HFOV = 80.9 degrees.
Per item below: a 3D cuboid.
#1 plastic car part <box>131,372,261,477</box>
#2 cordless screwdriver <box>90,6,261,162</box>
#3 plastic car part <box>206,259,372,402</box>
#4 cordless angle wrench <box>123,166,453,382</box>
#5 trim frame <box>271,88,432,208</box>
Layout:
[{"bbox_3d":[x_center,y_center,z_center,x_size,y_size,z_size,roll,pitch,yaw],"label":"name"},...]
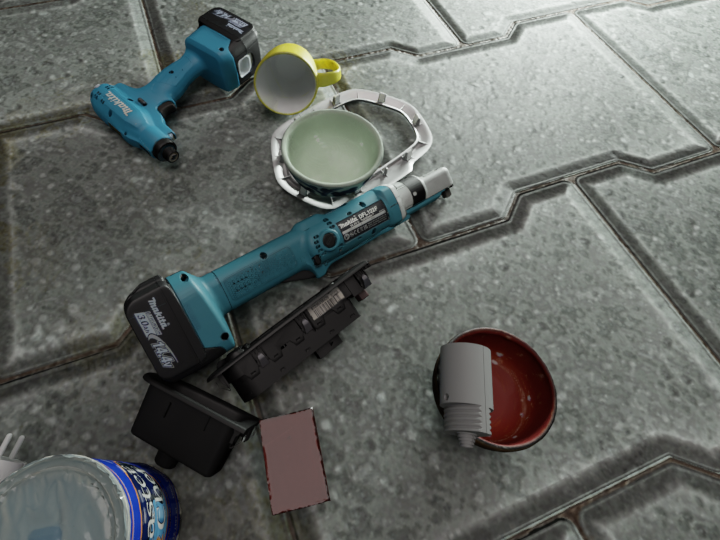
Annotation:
[{"bbox_3d":[-0.162,0.151,0.399,0.119,0.064,0.071,18,77,10],"label":"plastic car part"},{"bbox_3d":[-0.243,-0.266,0.612,0.164,0.072,0.247,38,70,16],"label":"cordless screwdriver"},{"bbox_3d":[-0.066,0.068,0.447,0.200,0.068,0.066,-32,96,-20],"label":"plastic car part"},{"bbox_3d":[-0.048,-0.031,0.487,0.415,0.077,0.096,-31,103,-23],"label":"cordless angle wrench"},{"bbox_3d":[-0.012,-0.182,0.600,0.245,0.027,0.191,-35,69,-21],"label":"trim frame"}]
